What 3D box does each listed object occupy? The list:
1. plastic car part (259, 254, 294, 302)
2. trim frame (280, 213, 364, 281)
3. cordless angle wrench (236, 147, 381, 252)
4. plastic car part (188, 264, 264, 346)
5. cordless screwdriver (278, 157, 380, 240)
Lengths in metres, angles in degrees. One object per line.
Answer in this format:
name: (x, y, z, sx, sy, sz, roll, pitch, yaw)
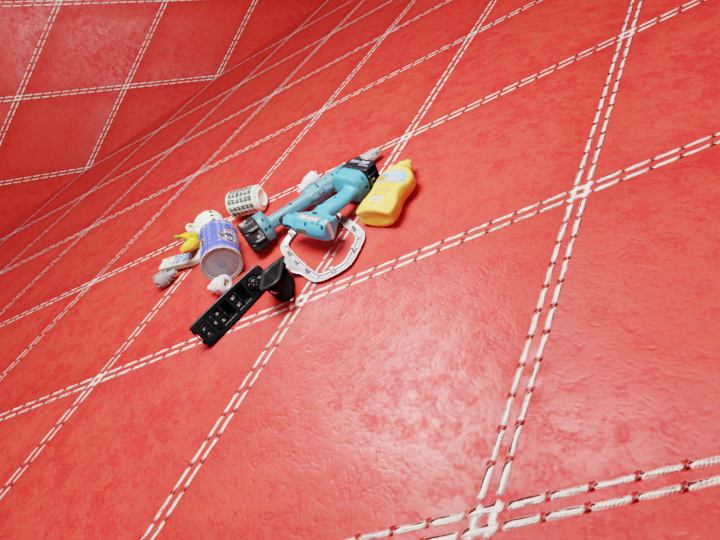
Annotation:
plastic car part: (-0.169, 0.030, 0.894, 0.066, 0.068, 0.120, -38, 25, 10)
trim frame: (-0.095, -0.062, 0.972, 0.183, 0.026, 0.263, -41, 42, -8)
cordless angle wrench: (-0.119, -0.197, 1.089, 0.420, 0.072, 0.102, -35, 20, -9)
plastic car part: (-0.286, 0.073, 0.944, 0.202, 0.065, 0.069, -46, 15, -14)
cordless screwdriver: (-0.071, -0.170, 1.002, 0.168, 0.071, 0.247, 15, 52, 38)
